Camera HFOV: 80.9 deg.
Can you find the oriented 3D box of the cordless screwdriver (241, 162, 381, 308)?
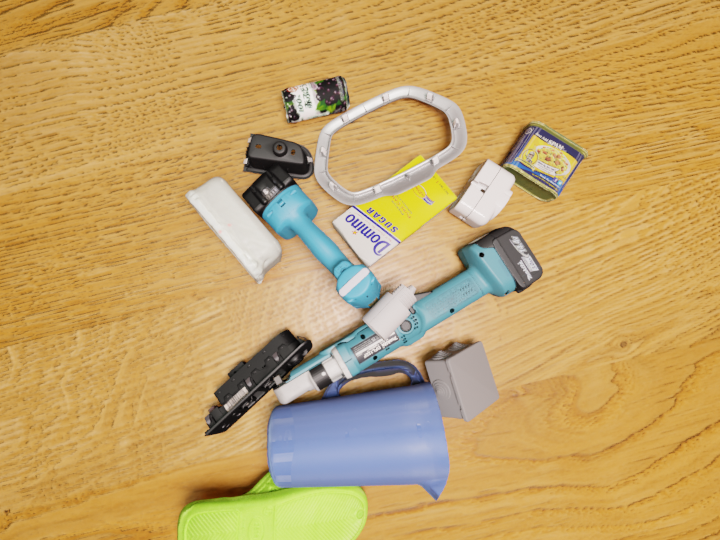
[{"bbox_3d":[-0.062,-0.041,0.639,0.074,0.154,0.258,-43,71,-1],"label":"cordless screwdriver"}]

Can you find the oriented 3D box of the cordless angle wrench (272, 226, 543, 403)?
[{"bbox_3d":[0.062,0.078,0.626,0.421,0.074,0.099,-30,87,-5],"label":"cordless angle wrench"}]

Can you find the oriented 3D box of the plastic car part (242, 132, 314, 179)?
[{"bbox_3d":[-0.132,-0.186,0.673,0.118,0.070,0.066,11,88,4],"label":"plastic car part"}]

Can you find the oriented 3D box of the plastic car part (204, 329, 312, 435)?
[{"bbox_3d":[-0.158,0.164,0.650,0.203,0.063,0.070,-39,62,-1],"label":"plastic car part"}]

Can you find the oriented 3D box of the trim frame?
[{"bbox_3d":[0.042,-0.200,0.664,0.249,0.026,0.190,-25,68,2],"label":"trim frame"}]
